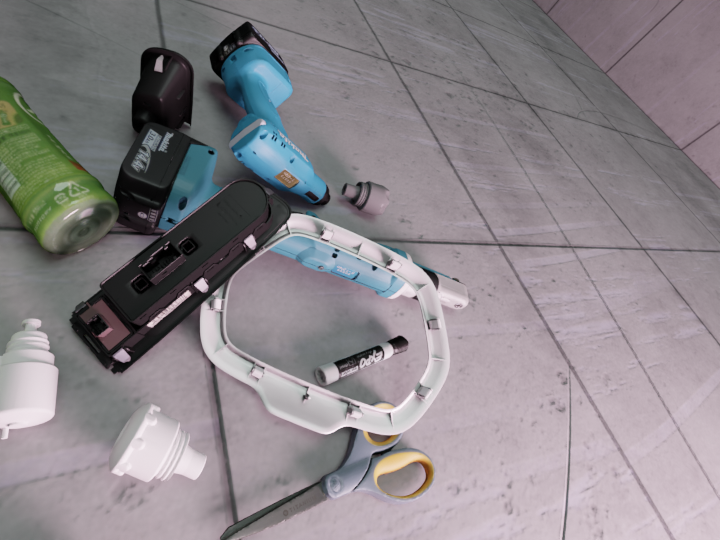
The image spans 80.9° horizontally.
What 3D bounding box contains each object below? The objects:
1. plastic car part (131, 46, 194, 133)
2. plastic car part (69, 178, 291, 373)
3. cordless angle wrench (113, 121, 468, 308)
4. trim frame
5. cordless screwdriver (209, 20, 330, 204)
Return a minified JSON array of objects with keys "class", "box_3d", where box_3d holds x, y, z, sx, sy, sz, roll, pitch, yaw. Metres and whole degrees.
[{"class":"plastic car part","box_3d":[-0.228,-0.185,0.471,0.064,0.119,0.071,24,71,-17]},{"class":"plastic car part","box_3d":[-0.145,-0.013,0.351,0.068,0.066,0.201,42,69,12]},{"class":"cordless angle wrench","box_3d":[-0.047,-0.031,0.477,0.409,0.075,0.100,21,47,-19]},{"class":"trim frame","box_3d":[-0.025,0.050,0.396,0.244,0.028,0.185,25,74,-8]},{"class":"cordless screwdriver","box_3d":[-0.114,-0.201,0.558,0.150,0.075,0.259,34,30,-52]}]
